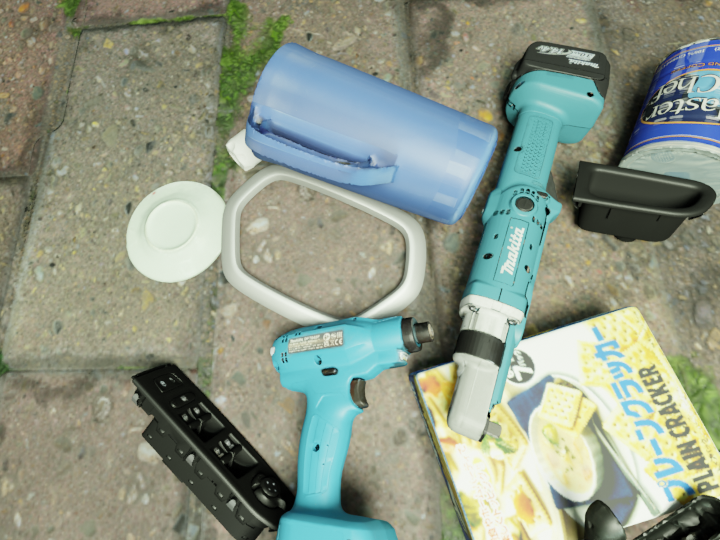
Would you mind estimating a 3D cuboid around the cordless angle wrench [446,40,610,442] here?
[{"bbox_3d":[0.155,-0.052,0.415,0.100,0.072,0.425,18,67,12],"label":"cordless angle wrench"}]

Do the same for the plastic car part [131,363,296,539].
[{"bbox_3d":[-0.149,0.181,0.410,0.209,0.064,0.067,35,88,14],"label":"plastic car part"}]

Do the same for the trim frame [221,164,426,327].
[{"bbox_3d":[-0.048,-0.031,0.486,0.255,0.027,0.184,23,77,14],"label":"trim frame"}]

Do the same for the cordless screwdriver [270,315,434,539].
[{"bbox_3d":[-0.005,0.159,0.354,0.164,0.070,0.256,-16,56,22],"label":"cordless screwdriver"}]

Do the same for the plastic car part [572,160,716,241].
[{"bbox_3d":[0.279,-0.061,0.439,0.121,0.068,0.066,18,55,19],"label":"plastic car part"}]
